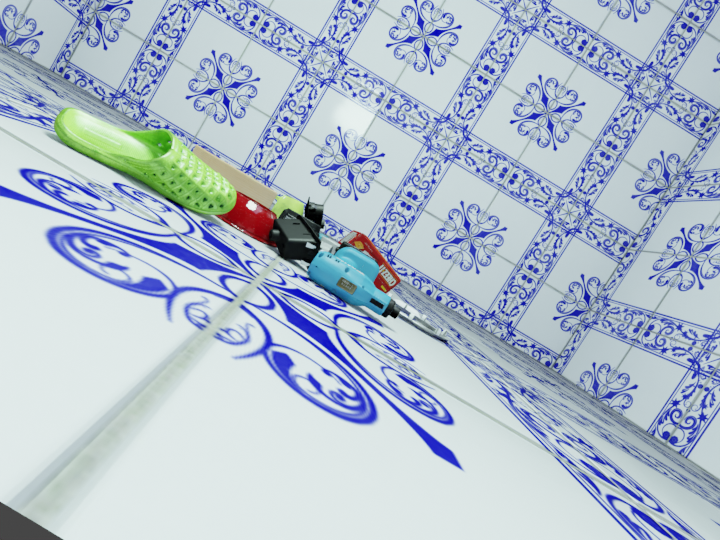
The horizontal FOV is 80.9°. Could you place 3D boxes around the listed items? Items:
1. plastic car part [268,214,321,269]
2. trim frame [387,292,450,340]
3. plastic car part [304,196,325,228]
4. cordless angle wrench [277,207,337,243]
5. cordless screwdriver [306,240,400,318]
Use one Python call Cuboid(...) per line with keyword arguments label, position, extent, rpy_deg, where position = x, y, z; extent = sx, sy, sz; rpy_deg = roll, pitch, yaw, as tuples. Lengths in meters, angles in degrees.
Cuboid(label="plastic car part", position=(-0.126, -0.057, 0.755), extent=(0.068, 0.065, 0.123), rpy_deg=(2, 31, -33))
Cuboid(label="trim frame", position=(0.092, 0.084, 0.956), extent=(0.258, 0.027, 0.177), rpy_deg=(30, 2, 20))
Cuboid(label="plastic car part", position=(-0.130, -0.133, 1.146), extent=(0.067, 0.067, 0.200), rpy_deg=(12, -18, -3))
Cuboid(label="cordless angle wrench", position=(-0.110, -0.072, 1.122), extent=(0.101, 0.074, 0.410), rpy_deg=(31, 1, 12))
Cuboid(label="cordless screwdriver", position=(-0.002, 0.016, 0.770), extent=(0.161, 0.074, 0.247), rpy_deg=(31, 8, 2))
